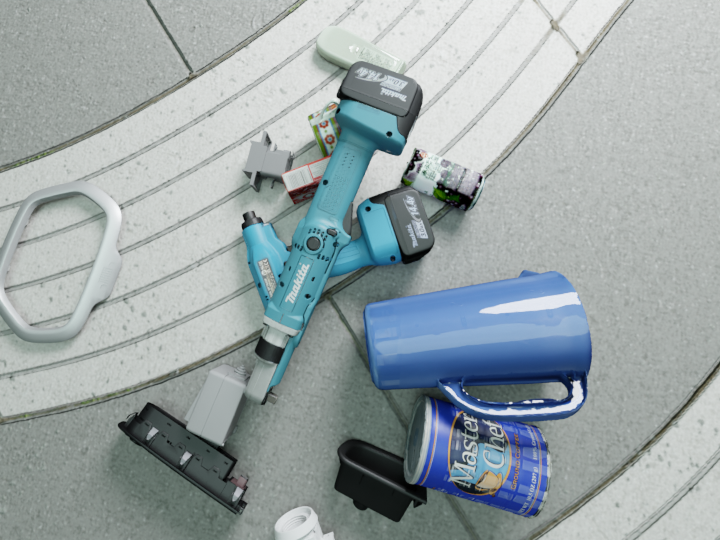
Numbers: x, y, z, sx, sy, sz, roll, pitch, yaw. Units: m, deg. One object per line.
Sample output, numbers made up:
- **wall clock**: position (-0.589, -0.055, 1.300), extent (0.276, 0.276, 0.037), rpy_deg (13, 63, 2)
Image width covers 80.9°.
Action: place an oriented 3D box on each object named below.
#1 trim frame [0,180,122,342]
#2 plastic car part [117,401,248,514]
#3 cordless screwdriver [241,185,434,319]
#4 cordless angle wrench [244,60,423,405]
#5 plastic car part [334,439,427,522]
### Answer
- **trim frame**: position (-0.450, -0.015, 0.629), extent (0.187, 0.027, 0.249), rpy_deg (16, 82, 7)
- **plastic car part**: position (-0.229, 0.238, 0.559), extent (0.206, 0.065, 0.067), rpy_deg (26, 76, 7)
- **cordless screwdriver**: position (-0.038, -0.046, 0.579), extent (0.250, 0.073, 0.161), rpy_deg (-23, 82, 5)
- **cordless angle wrench**: position (-0.050, -0.033, 0.515), extent (0.099, 0.073, 0.422), rpy_deg (24, 93, 6)
- **plastic car part**: position (0.018, 0.274, 0.540), extent (0.119, 0.065, 0.070), rpy_deg (18, 99, 8)
